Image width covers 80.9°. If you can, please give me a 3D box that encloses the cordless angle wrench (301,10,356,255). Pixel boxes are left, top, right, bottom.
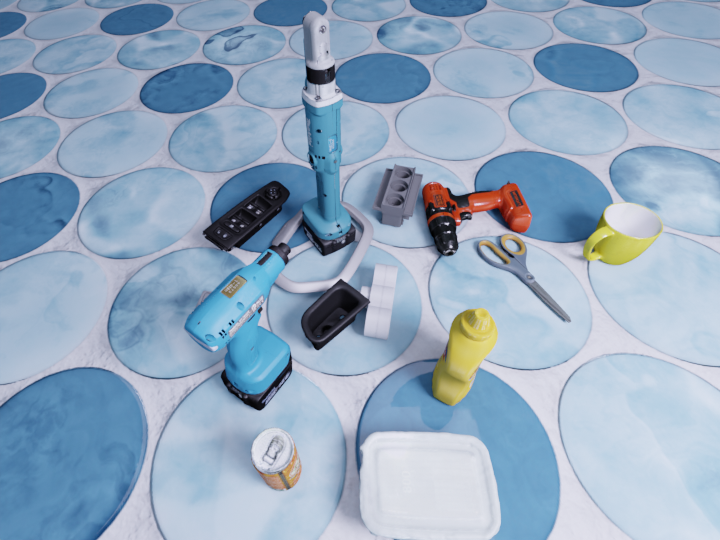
[{"bbox_3d":[-0.058,-0.189,0.681,0.073,0.409,0.103,-27,58,-20],"label":"cordless angle wrench"}]

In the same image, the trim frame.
[{"bbox_3d":[-0.080,-0.052,0.818,0.190,0.026,0.249,17,55,16],"label":"trim frame"}]

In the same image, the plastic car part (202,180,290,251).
[{"bbox_3d":[-0.214,-0.103,0.842,0.069,0.065,0.201,28,58,20],"label":"plastic car part"}]

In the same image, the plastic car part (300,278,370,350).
[{"bbox_3d":[-0.048,0.082,0.685,0.069,0.068,0.115,36,61,25],"label":"plastic car part"}]

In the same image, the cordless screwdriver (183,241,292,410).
[{"bbox_3d":[-0.140,0.081,0.582,0.077,0.241,0.158,28,57,18],"label":"cordless screwdriver"}]
